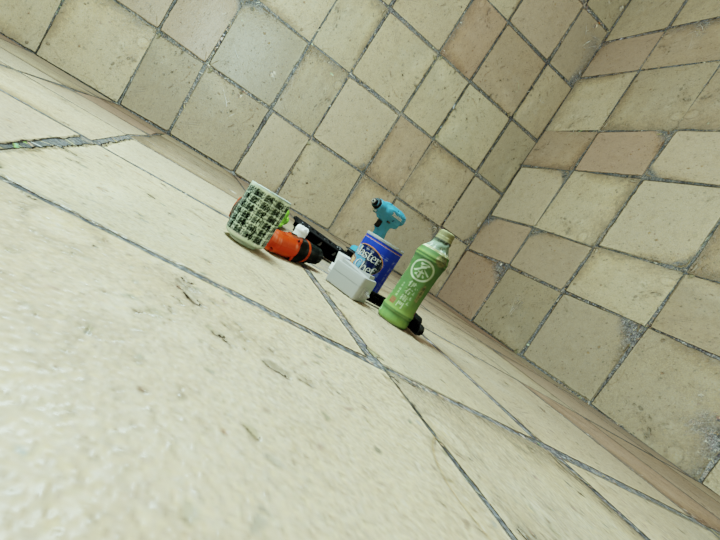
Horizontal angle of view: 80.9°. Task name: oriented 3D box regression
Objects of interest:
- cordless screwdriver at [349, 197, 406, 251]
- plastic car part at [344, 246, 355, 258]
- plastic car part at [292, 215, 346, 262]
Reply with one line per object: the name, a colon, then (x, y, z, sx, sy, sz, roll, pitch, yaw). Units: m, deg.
cordless screwdriver: (0.029, -0.098, 1.296, 0.079, 0.248, 0.150, 36, 6, 42)
plastic car part: (-0.010, -0.010, 1.212, 0.116, 0.071, 0.066, 32, 4, -3)
plastic car part: (-0.121, -0.079, 1.233, 0.195, 0.067, 0.069, 30, 5, -21)
